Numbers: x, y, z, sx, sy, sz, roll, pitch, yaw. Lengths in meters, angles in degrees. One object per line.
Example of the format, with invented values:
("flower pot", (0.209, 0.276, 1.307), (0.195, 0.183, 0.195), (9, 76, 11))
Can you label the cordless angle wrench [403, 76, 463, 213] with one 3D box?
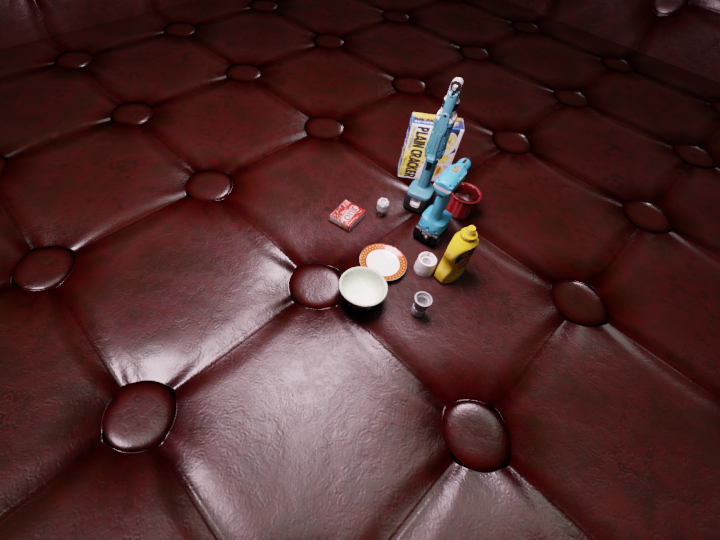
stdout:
("cordless angle wrench", (0.208, -0.337, 1.179), (0.076, 0.413, 0.098), (25, 53, 10))

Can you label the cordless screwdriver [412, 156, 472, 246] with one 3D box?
("cordless screwdriver", (0.233, -0.192, 1.173), (0.077, 0.243, 0.157), (33, 55, 16))
